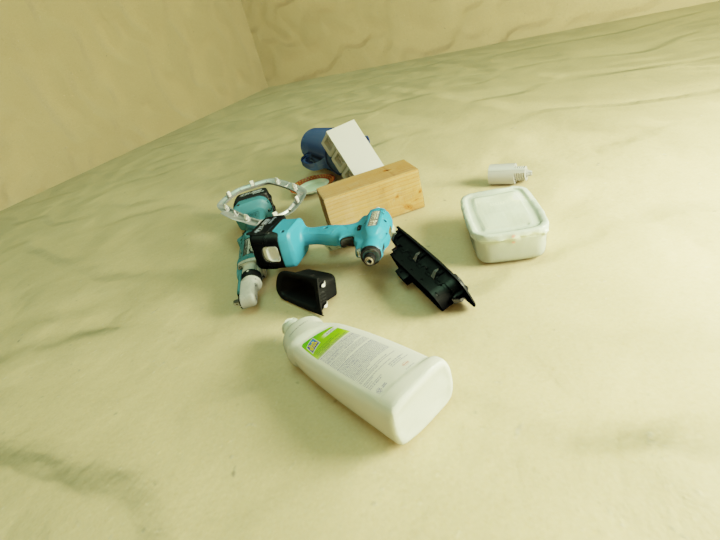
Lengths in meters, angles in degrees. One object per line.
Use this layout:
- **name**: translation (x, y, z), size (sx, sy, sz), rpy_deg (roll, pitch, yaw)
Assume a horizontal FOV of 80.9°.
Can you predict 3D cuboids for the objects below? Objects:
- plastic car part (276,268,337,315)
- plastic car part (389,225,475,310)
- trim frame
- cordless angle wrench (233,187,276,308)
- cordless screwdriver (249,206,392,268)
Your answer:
- **plastic car part**: translation (-0.085, 0.024, 0.724), size (0.068, 0.064, 0.123), rpy_deg (-21, 24, -38)
- **plastic car part**: translation (0.098, -0.001, 0.662), size (0.066, 0.063, 0.214), rpy_deg (-33, 34, -9)
- **trim frame**: translation (-0.233, -0.164, 0.978), size (0.181, 0.026, 0.263), rpy_deg (-38, 42, -24)
- **cordless angle wrench**: translation (-0.231, -0.058, 0.907), size (0.098, 0.071, 0.440), rpy_deg (-17, 34, -1)
- **cordless screwdriver**: translation (-0.072, -0.047, 0.738), size (0.255, 0.072, 0.161), rpy_deg (-5, 29, 16)
